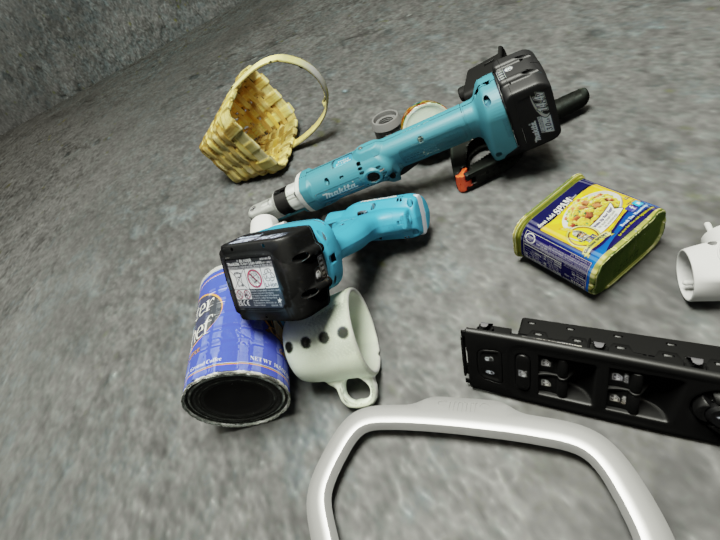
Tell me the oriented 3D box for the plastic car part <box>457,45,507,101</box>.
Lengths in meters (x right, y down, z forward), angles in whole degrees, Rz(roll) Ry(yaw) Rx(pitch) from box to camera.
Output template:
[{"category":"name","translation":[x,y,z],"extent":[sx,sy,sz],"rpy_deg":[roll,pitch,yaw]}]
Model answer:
[{"category":"plastic car part","translation":[0.172,-0.254,0.585],"extent":[0.073,0.063,0.118],"rpy_deg":[-16,39,29]}]

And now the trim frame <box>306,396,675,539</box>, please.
[{"category":"trim frame","translation":[0.073,0.178,0.305],"extent":[0.257,0.026,0.187],"rpy_deg":[-6,49,25]}]

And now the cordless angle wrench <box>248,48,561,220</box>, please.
[{"category":"cordless angle wrench","translation":[0.019,-0.141,0.560],"extent":[0.435,0.092,0.076],"rpy_deg":[-17,48,25]}]

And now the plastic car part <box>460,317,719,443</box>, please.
[{"category":"plastic car part","translation":[0.188,0.076,0.321],"extent":[0.213,0.064,0.065],"rpy_deg":[9,28,35]}]

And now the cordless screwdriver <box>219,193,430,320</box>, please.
[{"category":"cordless screwdriver","translation":[-0.046,-0.030,0.468],"extent":[0.167,0.073,0.242],"rpy_deg":[-2,19,38]}]
